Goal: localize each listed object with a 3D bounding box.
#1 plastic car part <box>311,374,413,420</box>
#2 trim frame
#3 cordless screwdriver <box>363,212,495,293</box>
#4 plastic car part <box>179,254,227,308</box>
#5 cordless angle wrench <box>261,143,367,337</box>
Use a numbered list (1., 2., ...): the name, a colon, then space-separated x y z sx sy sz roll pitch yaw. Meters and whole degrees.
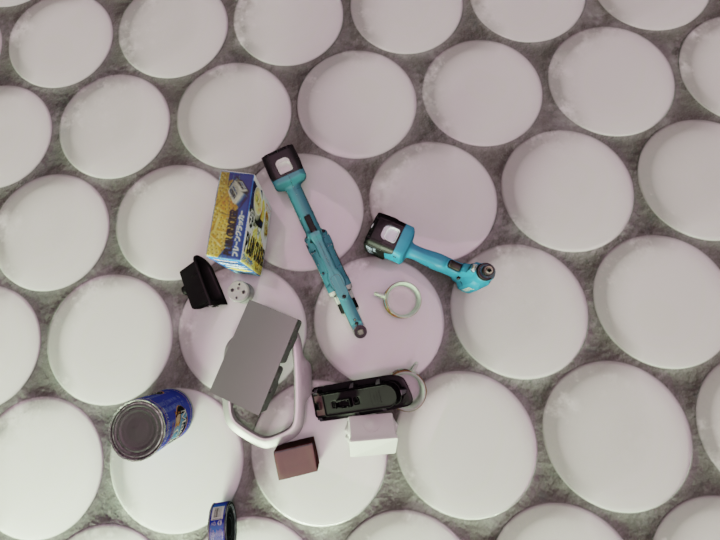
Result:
1. plastic car part: -0.006 0.241 0.798 0.208 0.064 0.068 -15 72 18
2. trim frame: -0.190 0.223 0.852 0.186 0.027 0.253 -7 73 8
3. cordless screwdriver: 0.133 -0.032 0.826 0.253 0.156 0.074 26 82 8
4. plastic car part: -0.343 0.035 0.894 0.071 0.064 0.119 -32 77 10
5. cordless angle wrench: -0.086 -0.057 0.884 0.074 0.097 0.428 -25 83 -4
